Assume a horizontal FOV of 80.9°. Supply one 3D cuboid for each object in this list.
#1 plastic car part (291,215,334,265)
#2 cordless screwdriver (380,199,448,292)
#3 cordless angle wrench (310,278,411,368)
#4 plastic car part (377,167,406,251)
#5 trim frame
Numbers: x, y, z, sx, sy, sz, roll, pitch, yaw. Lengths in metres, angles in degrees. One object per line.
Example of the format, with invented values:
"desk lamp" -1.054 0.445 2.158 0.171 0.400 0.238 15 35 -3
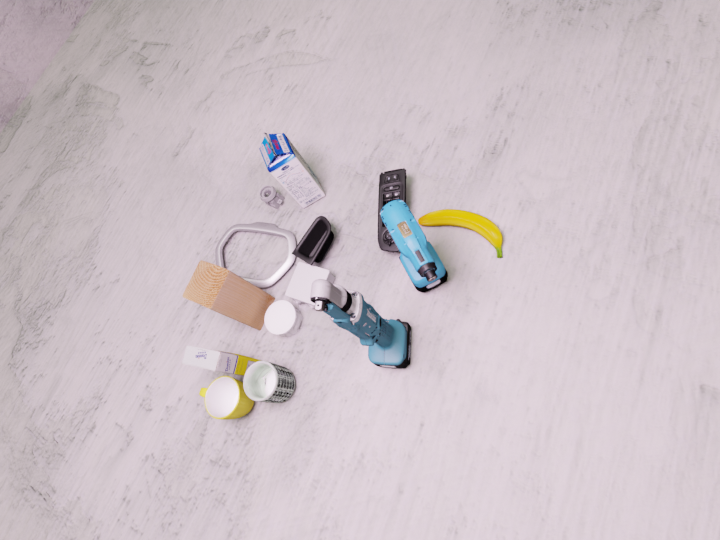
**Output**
"plastic car part" -0.100 -0.065 1.023 0.069 0.067 0.116 30 82 28
"cordless screwdriver" 0.117 -0.018 0.813 0.075 0.237 0.166 -29 62 7
"cordless angle wrench" 0.009 0.090 0.716 0.077 0.402 0.100 -2 69 19
"plastic car part" 0.076 -0.132 0.979 0.068 0.064 0.206 -3 67 20
"trim frame" -0.280 -0.047 1.115 0.259 0.026 0.186 7 72 25
